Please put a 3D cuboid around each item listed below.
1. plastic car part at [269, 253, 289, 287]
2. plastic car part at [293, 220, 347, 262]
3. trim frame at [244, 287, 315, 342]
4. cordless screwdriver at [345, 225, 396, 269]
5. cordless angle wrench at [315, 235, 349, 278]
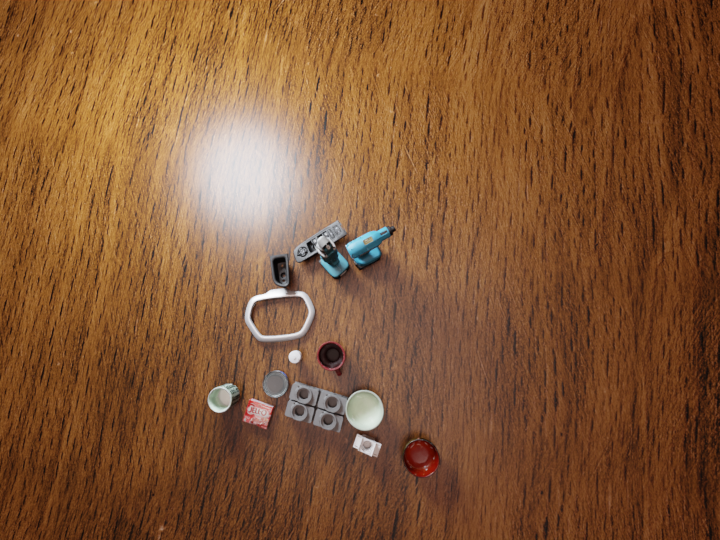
[{"bbox_3d":[-0.276,0.006,1.487,0.066,0.069,0.118,-9,79,2],"label":"plastic car part"},{"bbox_3d":[-0.146,-0.096,1.494,0.203,0.066,0.068,-31,80,-1],"label":"plastic car part"},{"bbox_3d":[-0.283,0.155,1.480,0.250,0.027,0.187,-8,78,5],"label":"trim frame"},{"bbox_3d":[0.036,-0.078,1.379,0.159,0.244,0.076,-28,82,-2],"label":"cordless screwdriver"},{"bbox_3d":[-0.095,-0.049,1.301,0.074,0.415,0.100,-42,83,-4],"label":"cordless angle wrench"}]
